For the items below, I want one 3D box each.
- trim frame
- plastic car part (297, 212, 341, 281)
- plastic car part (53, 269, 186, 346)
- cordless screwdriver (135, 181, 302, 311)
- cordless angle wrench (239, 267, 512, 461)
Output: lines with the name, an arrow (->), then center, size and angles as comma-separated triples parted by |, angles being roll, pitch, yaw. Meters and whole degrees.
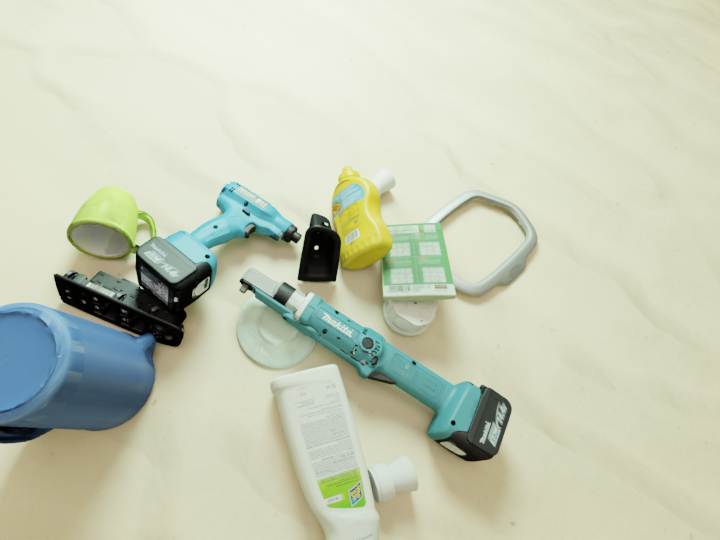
trim frame -> 0.221, -0.056, 0.783 | 0.244, 0.027, 0.190 | -37, 71, -26
plastic car part -> -0.068, -0.044, 0.693 | 0.065, 0.114, 0.074 | 2, 39, -11
plastic car part -> -0.344, 0.052, 0.626 | 0.205, 0.065, 0.067 | 25, 36, 6
cordless screwdriver -> -0.212, -0.037, 0.661 | 0.162, 0.073, 0.247 | 31, 46, 7
cordless angle wrench -> 0.005, 0.116, 0.619 | 0.429, 0.073, 0.098 | 32, 62, 7
